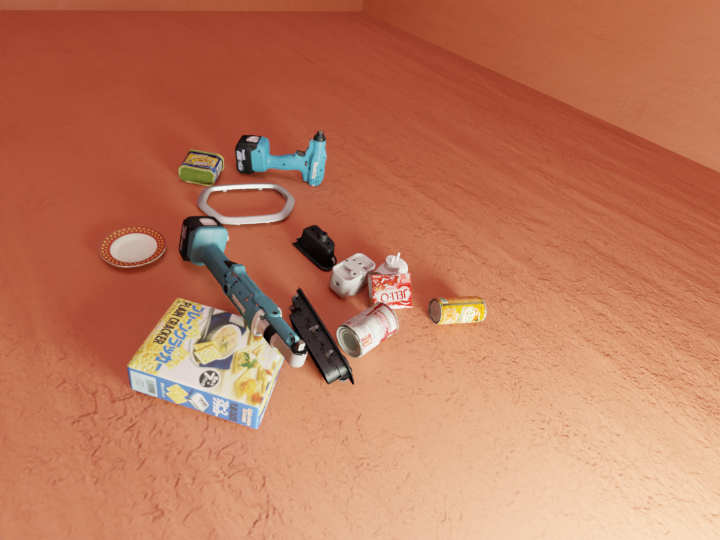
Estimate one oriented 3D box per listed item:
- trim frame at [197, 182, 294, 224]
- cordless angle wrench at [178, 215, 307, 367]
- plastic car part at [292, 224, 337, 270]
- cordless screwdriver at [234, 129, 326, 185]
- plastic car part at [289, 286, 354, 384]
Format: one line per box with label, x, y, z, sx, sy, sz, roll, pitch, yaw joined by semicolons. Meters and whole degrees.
trim frame;-0.289;-0.177;1.083;0.242;0.027;0.193;-9;46;-19
cordless angle wrench;-0.219;0.028;0.761;0.071;0.097;0.448;-3;31;-41
plastic car part;-0.094;-0.062;0.965;0.064;0.069;0.123;-25;51;-35
cordless screwdriver;-0.218;-0.328;1.170;0.249;0.155;0.076;10;41;0
plastic car part;-0.081;0.125;0.766;0.065;0.064;0.214;-25;53;-24
